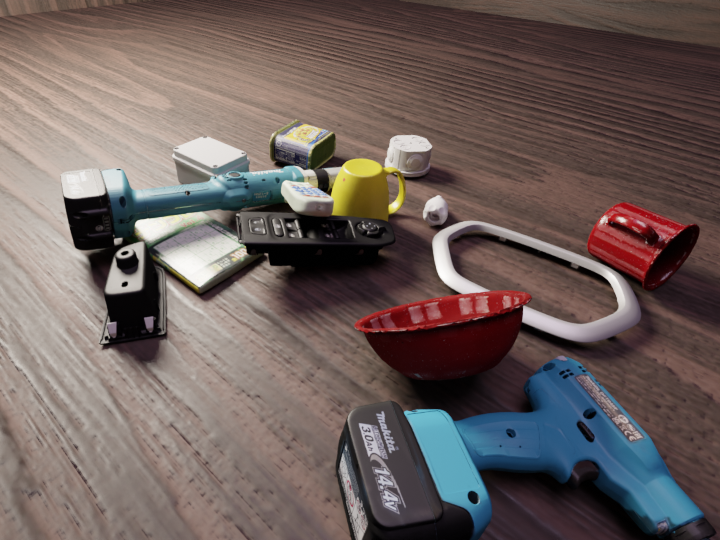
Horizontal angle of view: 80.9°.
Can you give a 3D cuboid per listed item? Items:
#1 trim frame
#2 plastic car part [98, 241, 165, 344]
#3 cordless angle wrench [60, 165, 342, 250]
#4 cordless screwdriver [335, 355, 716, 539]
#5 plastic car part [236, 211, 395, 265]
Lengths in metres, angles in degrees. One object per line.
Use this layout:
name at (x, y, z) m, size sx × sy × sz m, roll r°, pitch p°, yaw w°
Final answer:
trim frame at (0.210, 0.003, 0.534) m, size 0.260 × 0.027 × 0.181 m, roll 23°, pitch 45°, yaw 25°
plastic car part at (-0.253, 0.013, 0.468) m, size 0.064 × 0.069 × 0.122 m, roll -7°, pitch 43°, yaw -16°
cordless angle wrench at (-0.186, -0.116, 0.616) m, size 0.409 × 0.073 × 0.104 m, roll -14°, pitch 40°, yaw -29°
cordless screwdriver at (0.115, 0.157, 0.311) m, size 0.242 × 0.072 × 0.167 m, roll -8°, pitch 41°, yaw -18°
plastic car part at (-0.052, -0.034, 0.533) m, size 0.198 × 0.065 × 0.069 m, roll -4°, pitch 33°, yaw -14°
